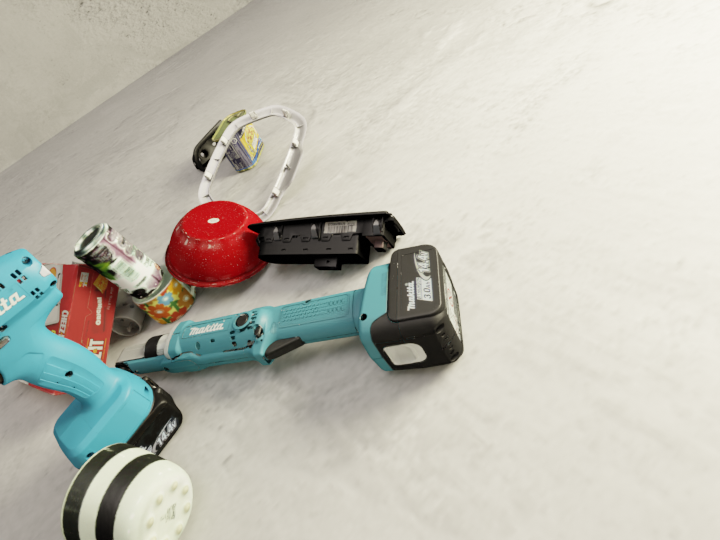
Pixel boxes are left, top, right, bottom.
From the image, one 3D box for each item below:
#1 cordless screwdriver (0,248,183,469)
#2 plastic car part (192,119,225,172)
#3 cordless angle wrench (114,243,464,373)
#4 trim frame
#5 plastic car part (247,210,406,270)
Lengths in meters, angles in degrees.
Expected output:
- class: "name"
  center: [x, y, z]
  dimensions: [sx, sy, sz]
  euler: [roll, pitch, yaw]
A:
- class: "cordless screwdriver"
  center: [-0.290, 0.118, 0.387]
  dimensions: [0.078, 0.237, 0.158]
  euler: [12, 50, 39]
- class: "plastic car part"
  center: [-0.339, -0.270, 0.949]
  dimensions: [0.074, 0.063, 0.116]
  euler: [7, 55, 55]
- class: "cordless angle wrench"
  center: [-0.114, 0.071, 0.461]
  dimensions: [0.436, 0.070, 0.100]
  euler: [-13, 43, 24]
- class: "trim frame"
  center: [-0.185, -0.186, 0.727]
  dimensions: [0.191, 0.026, 0.250]
  euler: [12, 71, 21]
- class: "plastic car part"
  center: [-0.052, -0.034, 0.528]
  dimensions: [0.212, 0.063, 0.067]
  euler: [4, 80, 27]
